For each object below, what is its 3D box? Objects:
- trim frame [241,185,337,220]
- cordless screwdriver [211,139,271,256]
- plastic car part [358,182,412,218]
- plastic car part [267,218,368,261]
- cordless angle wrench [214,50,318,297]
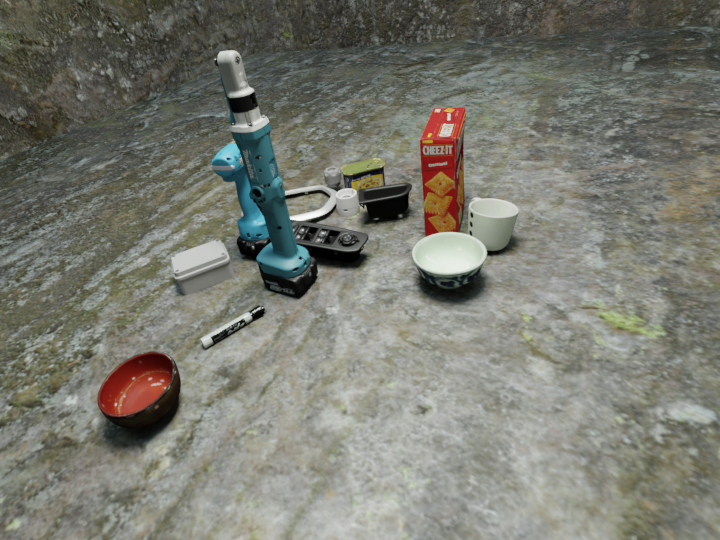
[{"bbox_3d":[-0.174,-0.162,1.051,0.248,0.026,0.192,-15,37,-3],"label":"trim frame"},{"bbox_3d":[-0.219,-0.159,0.883,0.077,0.239,0.160,5,38,19],"label":"cordless screwdriver"},{"bbox_3d":[0.058,-0.146,0.932,0.118,0.068,0.067,-5,37,8],"label":"plastic car part"},{"bbox_3d":[-0.084,-0.055,0.855,0.211,0.064,0.066,7,40,24],"label":"plastic car part"},{"bbox_3d":[-0.158,-0.140,0.702,0.102,0.407,0.074,12,41,27],"label":"cordless angle wrench"}]
